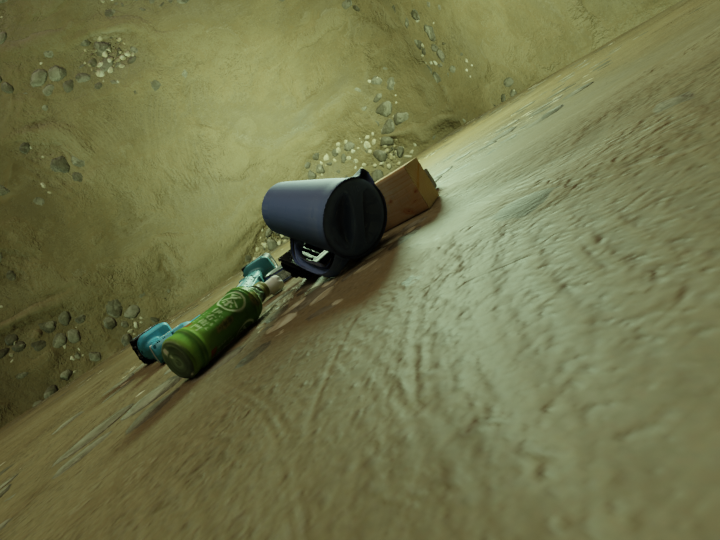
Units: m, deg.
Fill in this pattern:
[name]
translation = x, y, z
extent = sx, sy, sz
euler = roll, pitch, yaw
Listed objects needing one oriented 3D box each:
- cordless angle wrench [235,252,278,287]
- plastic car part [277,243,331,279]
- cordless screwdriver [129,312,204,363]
[cordless angle wrench]
translation = -0.273, 0.042, 1.042
extent = 0.098, 0.073, 0.429
euler = -33, 13, 3
[plastic car part]
translation = -0.089, -0.033, 0.864
extent = 0.069, 0.065, 0.201
euler = 14, 34, 19
[cordless screwdriver]
translation = -0.475, 0.164, 1.061
extent = 0.258, 0.073, 0.156
euler = -14, 20, 49
